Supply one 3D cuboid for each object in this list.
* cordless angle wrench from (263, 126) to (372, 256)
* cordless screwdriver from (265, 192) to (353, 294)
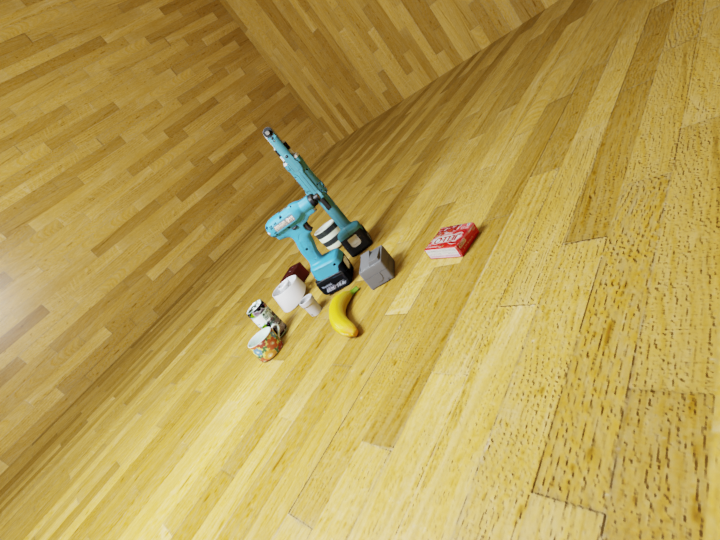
[{"bbox_3d":[-0.122,-0.220,1.160,0.075,0.411,0.100,-37,16,10],"label":"cordless angle wrench"},{"bbox_3d":[-0.104,-0.068,1.060,0.162,0.242,0.075,-33,17,22],"label":"cordless screwdriver"}]
